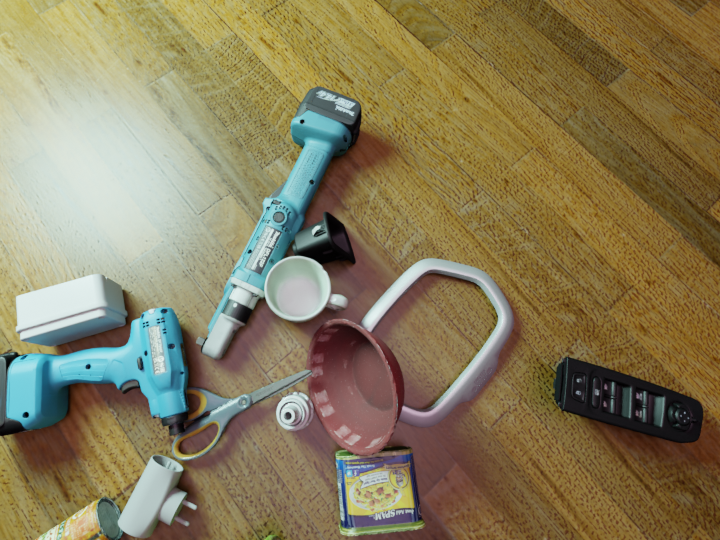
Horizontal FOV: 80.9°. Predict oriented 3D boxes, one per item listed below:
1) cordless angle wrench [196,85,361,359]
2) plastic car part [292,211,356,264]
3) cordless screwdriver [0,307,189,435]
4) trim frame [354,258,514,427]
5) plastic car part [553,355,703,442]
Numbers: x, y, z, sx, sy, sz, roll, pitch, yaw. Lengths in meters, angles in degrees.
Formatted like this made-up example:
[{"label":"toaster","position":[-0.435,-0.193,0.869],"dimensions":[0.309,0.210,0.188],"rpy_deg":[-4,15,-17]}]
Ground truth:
[{"label":"cordless angle wrench","position":[-0.118,-0.072,0.618],"dimensions":[0.099,0.073,0.424],"rpy_deg":[23,76,4]},{"label":"plastic car part","position":[-0.058,-0.038,0.592],"dimensions":[0.072,0.112,0.067],"rpy_deg":[-22,77,14]},{"label":"cordless screwdriver","position":[-0.345,0.154,0.536],"dimensions":[0.247,0.073,0.163],"rpy_deg":[-15,74,-6]},{"label":"trim frame","position":[0.104,0.094,0.592],"dimensions":[0.188,0.027,0.247],"rpy_deg":[40,74,11]},{"label":"plastic car part","position":[0.338,0.173,0.549],"dimensions":[0.202,0.066,0.067],"rpy_deg":[15,67,-2]}]
